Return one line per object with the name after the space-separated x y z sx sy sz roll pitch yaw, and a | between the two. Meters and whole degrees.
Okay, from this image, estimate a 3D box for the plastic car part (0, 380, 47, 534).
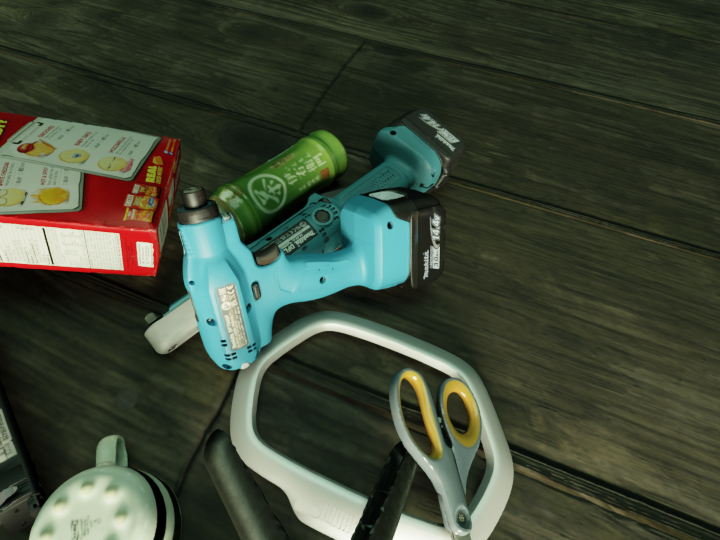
-0.305 0.116 0.334 0.065 0.065 0.213 -24 56 -31 | plastic car part

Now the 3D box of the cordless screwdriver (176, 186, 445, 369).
-0.038 -0.025 0.393 0.242 0.154 0.078 -21 28 -24 | cordless screwdriver

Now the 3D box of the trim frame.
0.007 0.130 0.372 0.253 0.027 0.185 19 53 9 | trim frame

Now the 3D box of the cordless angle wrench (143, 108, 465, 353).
-0.047 -0.050 0.479 0.417 0.073 0.101 -40 76 -25 | cordless angle wrench
